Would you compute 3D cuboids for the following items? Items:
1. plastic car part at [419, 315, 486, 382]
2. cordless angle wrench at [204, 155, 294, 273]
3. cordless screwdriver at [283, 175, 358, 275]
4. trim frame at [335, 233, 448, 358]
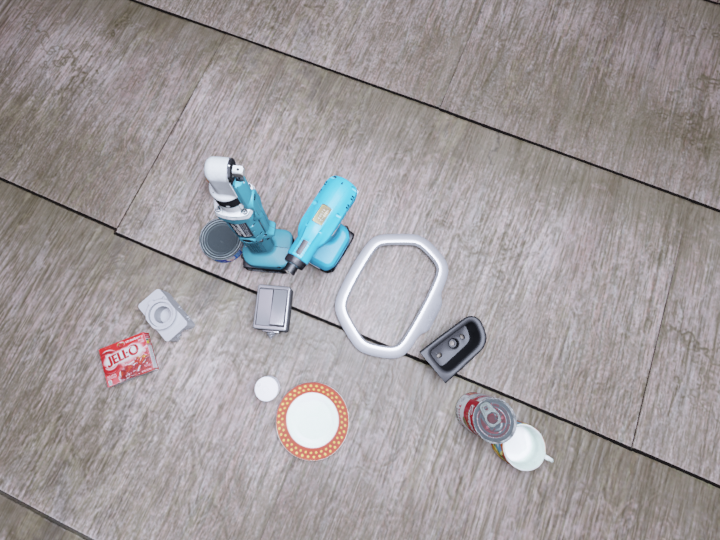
[{"bbox_3d":[0.165,0.135,0.752,0.116,0.070,0.067,-38,81,-8],"label":"plastic car part"},{"bbox_3d":[-0.163,-0.069,0.632,0.098,0.418,0.075,6,79,-3],"label":"cordless angle wrench"},{"bbox_3d":[-0.070,-0.046,0.712,0.075,0.246,0.159,31,79,2],"label":"cordless screwdriver"},{"bbox_3d":[0.061,0.043,0.799,0.187,0.027,0.249,28,78,8],"label":"trim frame"}]
